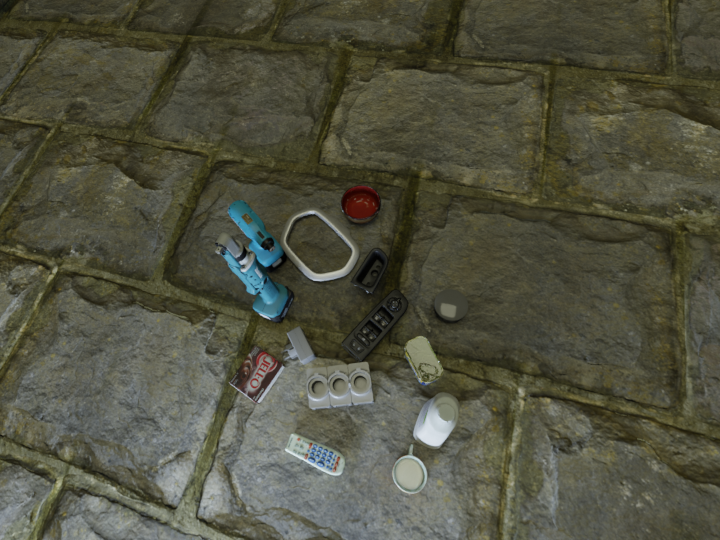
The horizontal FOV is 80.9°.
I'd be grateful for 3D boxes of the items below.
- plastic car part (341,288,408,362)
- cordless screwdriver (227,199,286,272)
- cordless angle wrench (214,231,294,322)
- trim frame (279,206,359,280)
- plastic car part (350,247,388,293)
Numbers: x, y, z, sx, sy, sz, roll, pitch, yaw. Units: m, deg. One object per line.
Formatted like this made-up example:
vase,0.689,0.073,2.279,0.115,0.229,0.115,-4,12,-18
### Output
plastic car part,0.043,0.137,1.053,0.069,0.065,0.202,38,76,20
cordless screwdriver,-0.249,-0.067,1.095,0.074,0.240,0.166,-39,69,-11
cordless angle wrench,-0.239,0.016,0.962,0.076,0.409,0.098,21,71,12
trim frame,-0.117,-0.077,1.196,0.183,0.026,0.259,-42,66,-11
plastic car part,0.032,0.007,1.112,0.068,0.068,0.116,27,72,16
